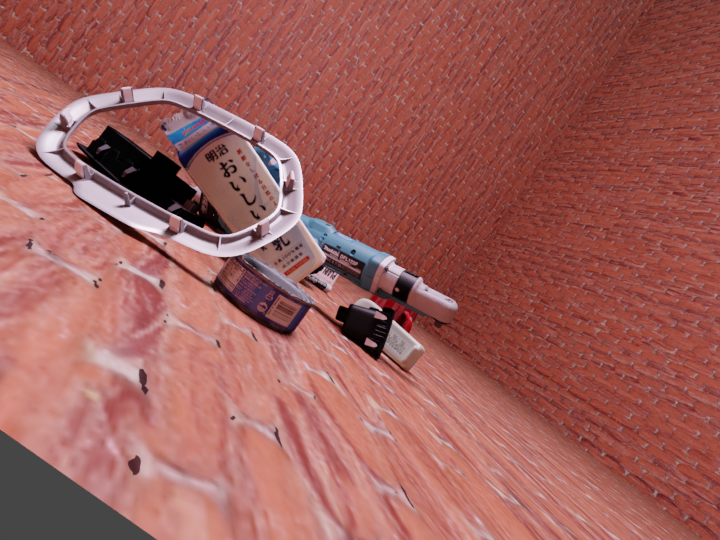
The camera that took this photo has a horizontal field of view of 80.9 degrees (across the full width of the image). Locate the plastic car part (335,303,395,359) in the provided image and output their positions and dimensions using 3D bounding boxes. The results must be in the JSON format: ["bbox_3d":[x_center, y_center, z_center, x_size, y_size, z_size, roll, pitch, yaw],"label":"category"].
[{"bbox_3d":[0.001,0.070,0.583,0.071,0.066,0.117,21,-2,-3],"label":"plastic car part"}]

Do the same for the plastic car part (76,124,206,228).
[{"bbox_3d":[-0.254,-0.112,0.491,0.211,0.067,0.064,32,6,21],"label":"plastic car part"}]

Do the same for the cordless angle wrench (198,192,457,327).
[{"bbox_3d":[-0.060,-0.040,0.618,0.441,0.097,0.072,27,25,23],"label":"cordless angle wrench"}]

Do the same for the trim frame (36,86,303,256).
[{"bbox_3d":[-0.166,-0.104,0.390,0.251,0.184,0.027,29,-39,5],"label":"trim frame"}]

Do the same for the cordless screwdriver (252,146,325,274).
[{"bbox_3d":[-0.153,-0.109,0.778,0.167,0.074,0.239,0,-54,42],"label":"cordless screwdriver"}]
